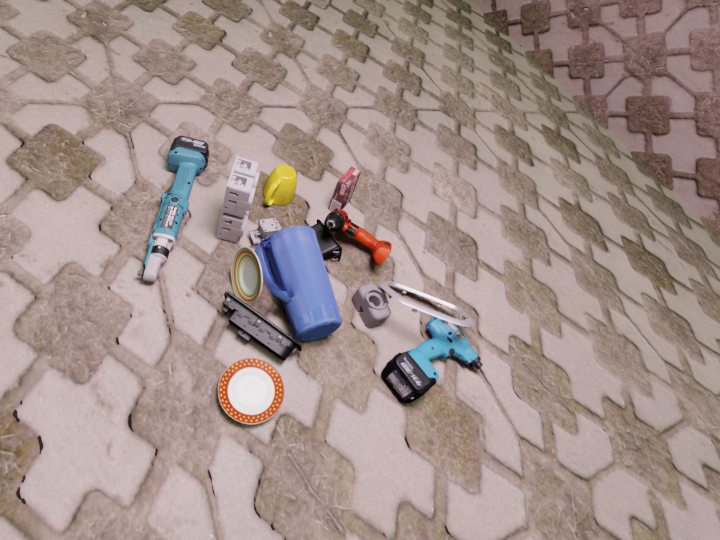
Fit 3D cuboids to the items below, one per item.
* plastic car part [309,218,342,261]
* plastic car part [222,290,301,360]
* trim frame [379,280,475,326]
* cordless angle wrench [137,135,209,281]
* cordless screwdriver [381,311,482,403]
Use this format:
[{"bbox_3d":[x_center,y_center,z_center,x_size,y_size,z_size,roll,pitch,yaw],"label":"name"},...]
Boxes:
[{"bbox_3d":[-0.107,-0.070,1.099,0.069,0.064,0.121,-30,65,-23],"label":"plastic car part"},{"bbox_3d":[-0.215,0.124,0.894,0.204,0.066,0.067,31,58,3],"label":"plastic car part"},{"bbox_3d":[0.161,0.082,1.033,0.249,0.027,0.185,19,13,0],"label":"trim frame"},{"bbox_3d":[-0.450,-0.155,1.018,0.095,0.074,0.436,10,53,-16],"label":"cordless angle wrench"},{"bbox_3d":[0.174,0.214,0.975,0.164,0.074,0.242,46,47,15],"label":"cordless screwdriver"}]
